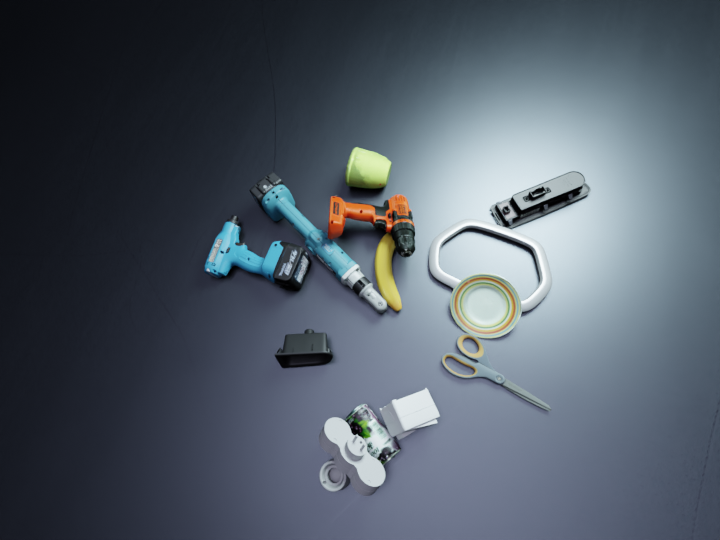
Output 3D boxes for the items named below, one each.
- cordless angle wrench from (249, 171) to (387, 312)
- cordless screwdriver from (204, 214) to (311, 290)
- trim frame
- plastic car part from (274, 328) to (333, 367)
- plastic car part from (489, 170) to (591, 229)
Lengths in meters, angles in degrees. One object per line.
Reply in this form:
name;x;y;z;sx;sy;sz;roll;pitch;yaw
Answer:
cordless angle wrench;-0.094;-0.062;0.963;0.074;0.094;0.440;-41;68;-10
cordless screwdriver;-0.240;-0.045;0.999;0.258;0.071;0.161;9;70;21
trim frame;0.268;-0.013;0.887;0.258;0.026;0.184;23;73;19
plastic car part;-0.116;0.160;0.892;0.118;0.063;0.073;-8;53;5
plastic car part;0.388;-0.161;0.904;0.203;0.064;0.069;-21;59;1
